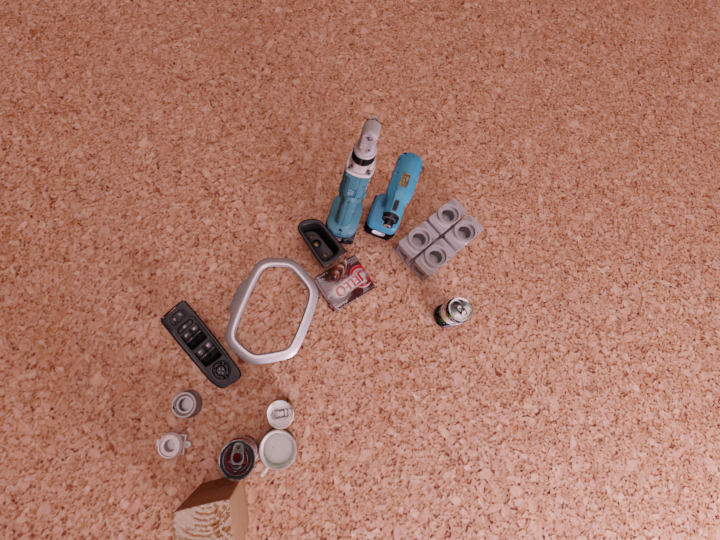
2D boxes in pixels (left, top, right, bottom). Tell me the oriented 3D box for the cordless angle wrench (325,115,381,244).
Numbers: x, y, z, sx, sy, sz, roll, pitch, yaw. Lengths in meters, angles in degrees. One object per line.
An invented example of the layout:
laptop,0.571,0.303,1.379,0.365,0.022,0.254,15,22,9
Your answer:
cordless angle wrench,-0.015,-0.160,0.831,0.074,0.420,0.099,17,73,-4

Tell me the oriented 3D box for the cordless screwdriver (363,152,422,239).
cordless screwdriver,0.062,-0.129,0.916,0.074,0.247,0.160,21,73,-3

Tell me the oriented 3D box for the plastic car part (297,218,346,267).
plastic car part,-0.096,-0.062,0.977,0.065,0.070,0.119,-35,79,-15

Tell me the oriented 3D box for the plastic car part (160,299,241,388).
plastic car part,-0.331,0.161,0.891,0.066,0.066,0.207,-40,79,-15

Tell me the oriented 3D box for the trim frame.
trim frame,-0.199,0.086,0.944,0.185,0.027,0.250,18,72,2
